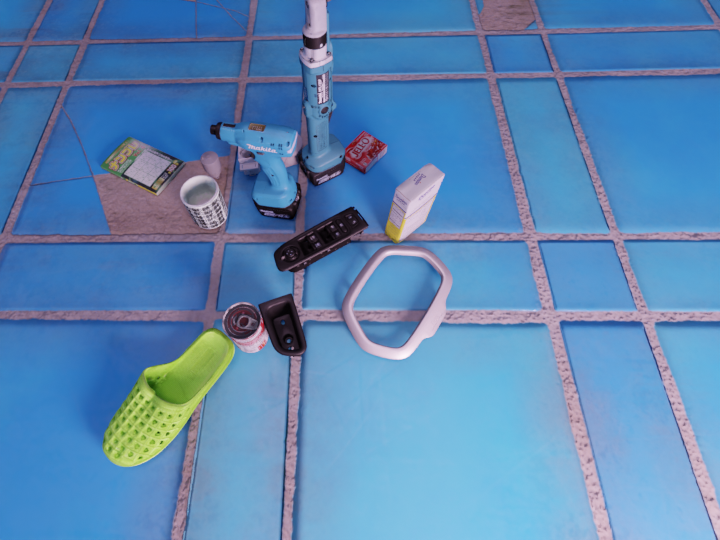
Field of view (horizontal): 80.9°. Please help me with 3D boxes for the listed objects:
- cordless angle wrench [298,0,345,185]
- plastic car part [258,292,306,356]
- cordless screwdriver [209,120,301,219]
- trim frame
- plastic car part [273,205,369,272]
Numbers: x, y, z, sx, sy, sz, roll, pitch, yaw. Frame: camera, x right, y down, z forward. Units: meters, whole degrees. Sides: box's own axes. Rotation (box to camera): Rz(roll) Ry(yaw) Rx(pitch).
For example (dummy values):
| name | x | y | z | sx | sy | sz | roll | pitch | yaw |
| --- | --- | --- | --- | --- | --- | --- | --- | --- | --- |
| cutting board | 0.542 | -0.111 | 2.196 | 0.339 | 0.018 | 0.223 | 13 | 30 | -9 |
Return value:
| name | x | y | z | sx | sy | sz | roll | pitch | yaw |
| --- | --- | --- | --- | --- | --- | --- | --- | --- | --- |
| cordless angle wrench | -0.080 | -0.325 | 0.815 | 0.097 | 0.412 | 0.077 | -27 | 69 | -15 |
| plastic car part | -0.139 | 0.114 | 0.785 | 0.065 | 0.069 | 0.121 | -19 | 65 | -10 |
| cordless screwdriver | -0.200 | -0.203 | 0.853 | 0.161 | 0.242 | 0.075 | 12 | 65 | 4 |
| trim frame | 0.074 | 0.054 | 0.830 | 0.190 | 0.027 | 0.248 | 29 | 68 | 16 |
| plastic car part | -0.085 | -0.056 | 0.871 | 0.201 | 0.065 | 0.069 | -28 | 67 | -12 |
